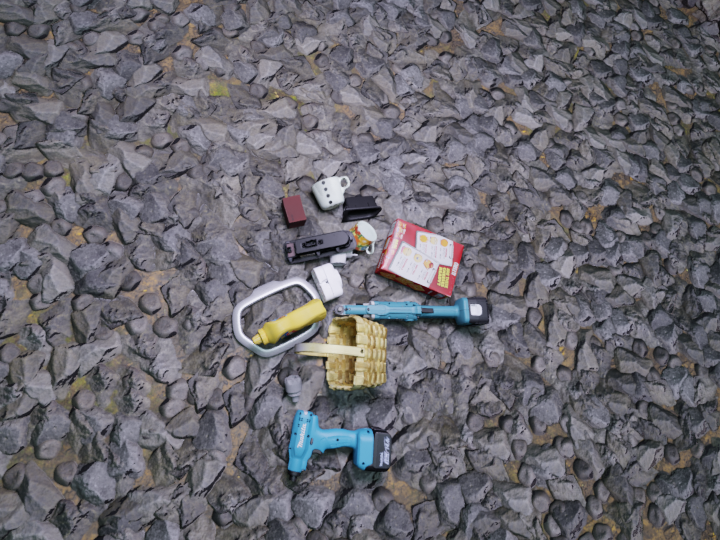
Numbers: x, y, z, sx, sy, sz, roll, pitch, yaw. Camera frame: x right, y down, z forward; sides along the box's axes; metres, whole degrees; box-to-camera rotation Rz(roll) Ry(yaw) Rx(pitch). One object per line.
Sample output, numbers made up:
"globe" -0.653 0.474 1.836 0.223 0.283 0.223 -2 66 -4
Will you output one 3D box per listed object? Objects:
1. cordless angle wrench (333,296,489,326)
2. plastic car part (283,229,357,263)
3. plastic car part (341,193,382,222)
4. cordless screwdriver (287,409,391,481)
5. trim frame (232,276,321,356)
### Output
"cordless angle wrench" 0.136 0.113 1.169 0.419 0.097 0.075 1 76 -6
"plastic car part" -0.113 -0.074 1.157 0.204 0.065 0.068 -10 69 2
"plastic car part" -0.005 -0.191 1.244 0.114 0.065 0.073 -11 64 -18
"cordless screwdriver" -0.054 0.448 1.040 0.247 0.074 0.161 11 73 -3
"trim frame" -0.219 0.119 1.128 0.245 0.027 0.187 -26 81 -15
